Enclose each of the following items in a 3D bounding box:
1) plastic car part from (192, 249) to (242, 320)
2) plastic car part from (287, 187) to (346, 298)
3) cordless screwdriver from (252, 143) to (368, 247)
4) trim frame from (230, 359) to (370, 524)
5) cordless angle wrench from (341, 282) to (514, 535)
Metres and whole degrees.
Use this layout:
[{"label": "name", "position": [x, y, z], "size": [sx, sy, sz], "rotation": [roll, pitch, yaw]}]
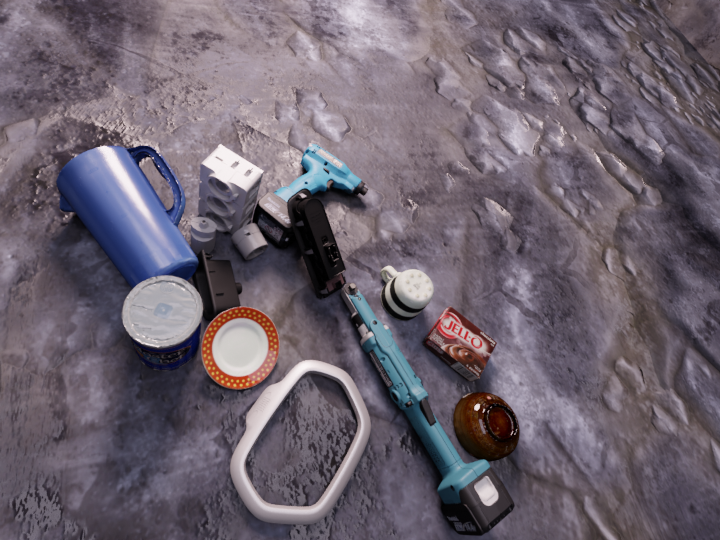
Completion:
[{"label": "plastic car part", "position": [-0.241, 0.028, 0.726], "size": [0.068, 0.067, 0.120], "rotation": [-8, 68, -39]}, {"label": "plastic car part", "position": [-0.074, -0.049, 0.760], "size": [0.065, 0.070, 0.200], "rotation": [-26, 101, -24]}, {"label": "cordless screwdriver", "position": [-0.096, -0.146, 0.856], "size": [0.160, 0.074, 0.248], "rotation": [33, 54, 1]}, {"label": "trim frame", "position": [-0.088, 0.259, 0.658], "size": [0.185, 0.027, 0.247], "rotation": [35, 59, 3]}, {"label": "cordless angle wrench", "position": [0.080, 0.202, 0.710], "size": [0.072, 0.097, 0.439], "rotation": [-20, 65, -28]}]
